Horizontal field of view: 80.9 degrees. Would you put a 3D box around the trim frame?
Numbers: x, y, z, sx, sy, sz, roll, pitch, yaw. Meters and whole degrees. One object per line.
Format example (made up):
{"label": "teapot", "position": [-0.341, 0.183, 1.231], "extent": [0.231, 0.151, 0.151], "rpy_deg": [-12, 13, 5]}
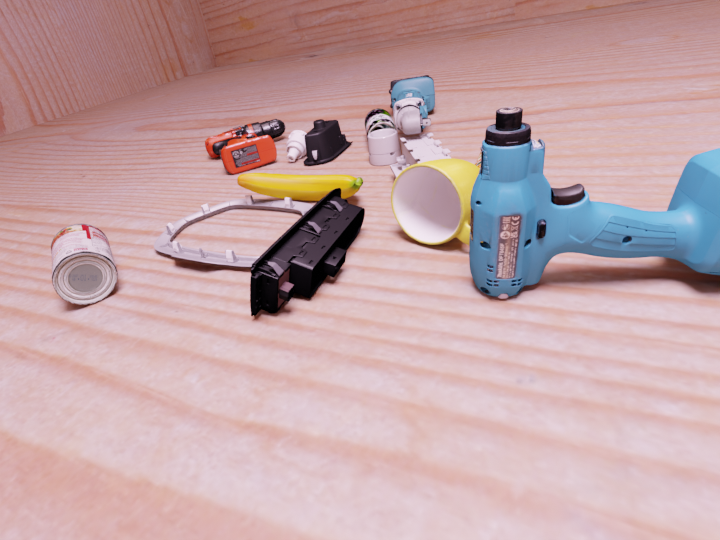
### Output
{"label": "trim frame", "position": [-0.170, -0.059, 0.578], "extent": [0.260, 0.026, 0.182], "rpy_deg": [10, 40, 28]}

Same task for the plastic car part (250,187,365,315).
{"label": "plastic car part", "position": [-0.045, -0.029, 0.459], "extent": [0.069, 0.064, 0.203], "rpy_deg": [11, 38, 15]}

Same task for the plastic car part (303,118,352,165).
{"label": "plastic car part", "position": [-0.069, -0.250, 0.798], "extent": [0.068, 0.068, 0.116], "rpy_deg": [3, 32, 23]}

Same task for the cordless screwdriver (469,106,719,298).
{"label": "cordless screwdriver", "position": [0.216, -0.057, 0.327], "extent": [0.254, 0.154, 0.075], "rpy_deg": [-2, 32, 12]}

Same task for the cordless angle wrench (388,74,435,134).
{"label": "cordless angle wrench", "position": [0.093, -0.303, 0.778], "extent": [0.100, 0.072, 0.428], "rpy_deg": [-5, 27, 10]}
